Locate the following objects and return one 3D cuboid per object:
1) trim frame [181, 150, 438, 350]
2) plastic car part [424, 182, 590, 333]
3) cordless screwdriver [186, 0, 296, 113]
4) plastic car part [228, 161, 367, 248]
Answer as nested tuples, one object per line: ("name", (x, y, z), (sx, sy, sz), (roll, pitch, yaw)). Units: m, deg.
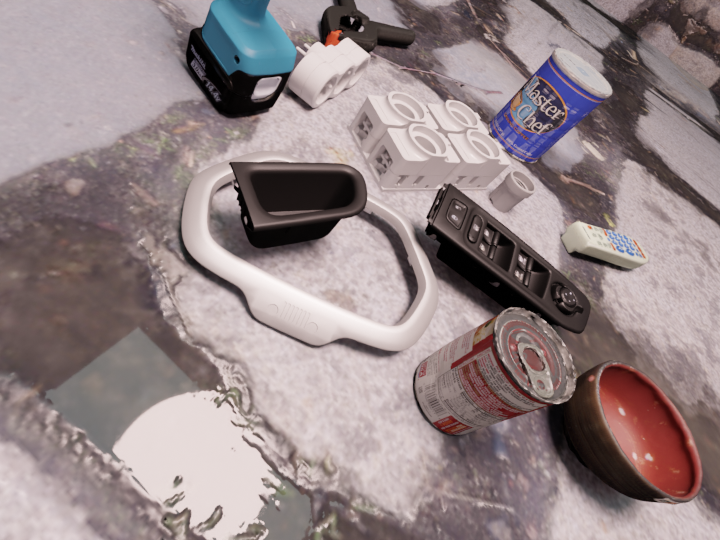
("trim frame", (-0.037, -0.024, 0.383), (0.244, 0.027, 0.187), (25, 48, -10))
("plastic car part", (0.145, 0.001, 0.437), (0.202, 0.067, 0.066), (34, 47, -3))
("cordless screwdriver", (-0.073, -0.248, 0.381), (0.072, 0.250, 0.163), (-26, 74, -41))
("plastic car part", (-0.055, -0.050, 0.363), (0.112, 0.071, 0.068), (-8, 62, -34))
